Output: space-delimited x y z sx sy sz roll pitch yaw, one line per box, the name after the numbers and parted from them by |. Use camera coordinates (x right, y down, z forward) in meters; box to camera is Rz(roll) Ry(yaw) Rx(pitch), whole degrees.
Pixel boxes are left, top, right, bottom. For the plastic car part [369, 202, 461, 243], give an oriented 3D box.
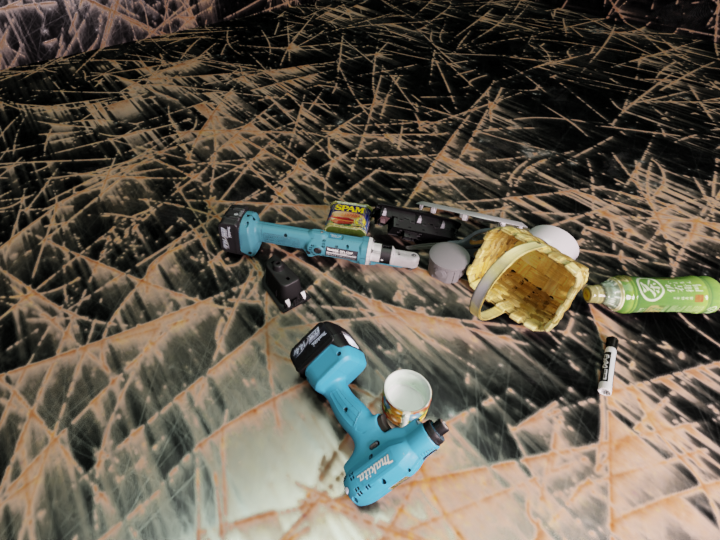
0.126 -0.096 0.926 0.199 0.066 0.069 7 61 -10 | plastic car part

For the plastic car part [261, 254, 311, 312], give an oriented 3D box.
-0.158 0.014 0.843 0.064 0.069 0.123 -26 53 -26 | plastic car part

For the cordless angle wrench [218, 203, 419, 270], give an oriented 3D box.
-0.088 -0.058 0.902 0.429 0.095 0.075 10 42 7 | cordless angle wrench

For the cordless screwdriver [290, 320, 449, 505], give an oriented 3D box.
0.003 0.182 0.624 0.160 0.070 0.262 -42 51 9 | cordless screwdriver

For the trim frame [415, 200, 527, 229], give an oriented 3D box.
0.234 -0.120 0.923 0.263 0.027 0.175 20 14 42 | trim frame
